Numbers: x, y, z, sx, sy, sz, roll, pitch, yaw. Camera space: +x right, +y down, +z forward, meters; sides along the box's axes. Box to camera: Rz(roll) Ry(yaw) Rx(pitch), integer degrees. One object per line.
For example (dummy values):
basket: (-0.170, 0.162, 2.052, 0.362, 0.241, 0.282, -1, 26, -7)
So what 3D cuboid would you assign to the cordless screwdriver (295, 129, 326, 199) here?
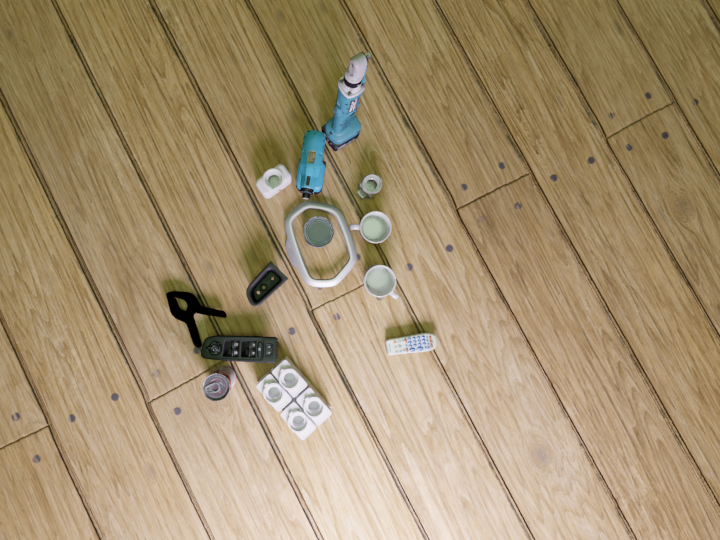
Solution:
cordless screwdriver: (-0.129, -0.241, 1.079, 0.074, 0.250, 0.160, 8, 87, -7)

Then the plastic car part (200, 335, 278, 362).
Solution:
plastic car part: (-0.319, 0.205, 1.125, 0.202, 0.067, 0.066, 2, 87, -2)

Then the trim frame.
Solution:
trim frame: (-0.115, -0.075, 1.176, 0.183, 0.027, 0.250, -20, 86, -4)

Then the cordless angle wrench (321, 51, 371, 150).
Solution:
cordless angle wrench: (-0.032, -0.395, 1.009, 0.097, 0.425, 0.074, -32, 93, -7)

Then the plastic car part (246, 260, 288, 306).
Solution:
plastic car part: (-0.257, 0.040, 1.140, 0.066, 0.071, 0.116, 44, 85, -1)
